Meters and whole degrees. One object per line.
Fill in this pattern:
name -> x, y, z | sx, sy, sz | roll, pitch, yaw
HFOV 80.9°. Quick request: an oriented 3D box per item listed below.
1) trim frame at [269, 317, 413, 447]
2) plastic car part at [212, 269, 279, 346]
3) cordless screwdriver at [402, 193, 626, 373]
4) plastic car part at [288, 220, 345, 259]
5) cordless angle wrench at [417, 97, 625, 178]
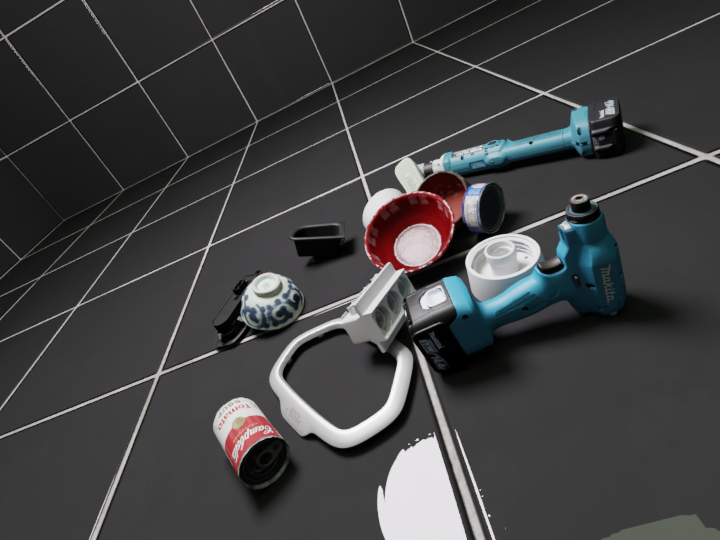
trim frame -> -0.035, 0.149, 0.605 | 0.182, 0.026, 0.262 | -42, 36, -22
plastic car part -> -0.236, 0.065, 0.854 | 0.069, 0.064, 0.205 | -4, 41, 24
cordless screwdriver -> 0.173, 0.019, 0.504 | 0.252, 0.152, 0.076 | -23, 30, 14
plastic car part -> -0.087, -0.057, 0.893 | 0.118, 0.068, 0.068 | -6, 33, 6
cordless angle wrench -> 0.279, -0.239, 0.866 | 0.441, 0.071, 0.098 | -6, 38, 36
